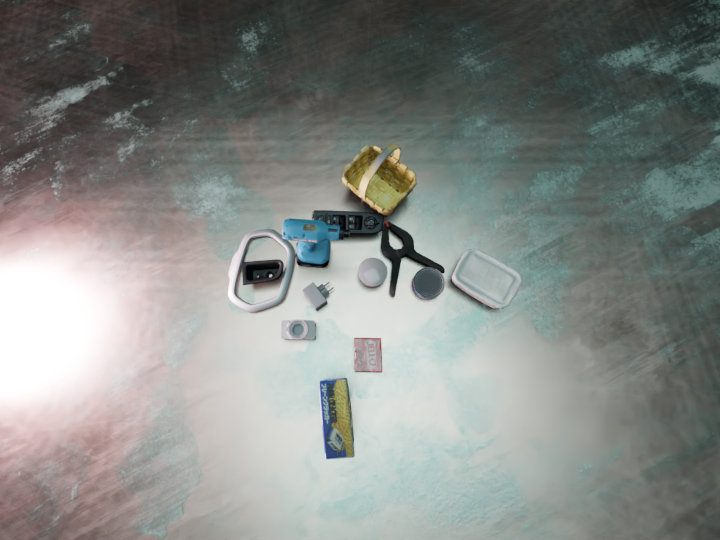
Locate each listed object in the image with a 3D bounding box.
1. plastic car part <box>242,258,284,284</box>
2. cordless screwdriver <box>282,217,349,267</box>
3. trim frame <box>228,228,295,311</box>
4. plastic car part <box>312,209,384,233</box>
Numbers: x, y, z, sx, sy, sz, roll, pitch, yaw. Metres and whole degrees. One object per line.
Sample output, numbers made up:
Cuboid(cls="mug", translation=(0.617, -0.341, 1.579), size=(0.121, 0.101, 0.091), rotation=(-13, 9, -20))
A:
Cuboid(cls="plastic car part", translation=(-0.266, 0.008, 1.182), size=(0.117, 0.069, 0.067), rotation=(-6, 75, 1))
Cuboid(cls="cordless screwdriver", translation=(-0.108, -0.071, 1.103), size=(0.160, 0.244, 0.075), rotation=(5, 76, 2))
Cuboid(cls="trim frame", translation=(-0.286, -0.003, 1.209), size=(0.186, 0.027, 0.251), rotation=(9, 74, 7))
Cuboid(cls="plastic car part", translation=(-0.036, -0.131, 1.209), size=(0.204, 0.065, 0.067), rotation=(1, 75, 4))
